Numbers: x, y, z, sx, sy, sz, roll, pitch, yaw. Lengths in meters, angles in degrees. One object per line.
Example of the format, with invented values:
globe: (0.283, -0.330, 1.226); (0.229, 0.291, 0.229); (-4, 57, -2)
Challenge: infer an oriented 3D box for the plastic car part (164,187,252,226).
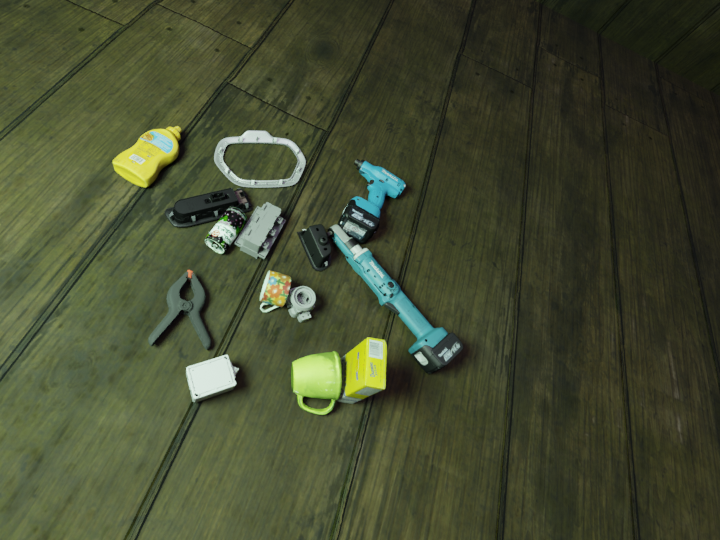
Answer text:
plastic car part: (-0.358, -0.154, 1.004); (0.198, 0.067, 0.067); (-22, 80, -24)

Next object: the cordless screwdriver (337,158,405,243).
cordless screwdriver: (0.012, -0.200, 1.143); (0.160, 0.074, 0.249); (32, 53, 0)

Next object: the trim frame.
trim frame: (-0.266, -0.300, 1.135); (0.242, 0.027, 0.190); (-6, 63, -19)

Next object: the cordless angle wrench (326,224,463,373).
cordless angle wrench: (0.063, 0.048, 1.023); (0.096, 0.074, 0.435); (-31, 73, -31)

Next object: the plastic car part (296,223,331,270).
plastic car part: (-0.101, -0.066, 1.030); (0.064, 0.070, 0.121); (-13, 65, -25)
